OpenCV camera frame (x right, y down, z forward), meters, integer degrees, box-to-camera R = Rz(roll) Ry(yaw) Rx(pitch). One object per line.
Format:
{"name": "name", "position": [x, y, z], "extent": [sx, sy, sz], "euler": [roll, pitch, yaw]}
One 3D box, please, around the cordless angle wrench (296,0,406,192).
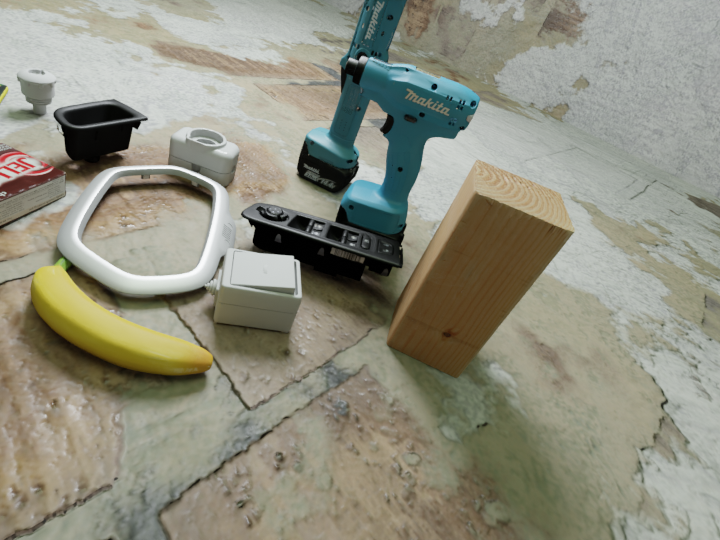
{"name": "cordless angle wrench", "position": [0.008, -0.317, 0.629], "extent": [0.100, 0.418, 0.074], "euler": [29, 35, 6]}

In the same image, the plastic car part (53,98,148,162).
{"name": "plastic car part", "position": [-0.358, -0.184, 0.574], "extent": [0.067, 0.070, 0.116], "euler": [28, 36, 7]}

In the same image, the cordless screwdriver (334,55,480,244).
{"name": "cordless screwdriver", "position": [0.023, -0.140, 0.553], "extent": [0.160, 0.246, 0.075], "euler": [25, 35, 1]}

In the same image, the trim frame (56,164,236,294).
{"name": "trim frame", "position": [-0.241, -0.060, 0.507], "extent": [0.179, 0.027, 0.258], "euler": [9, 37, -16]}

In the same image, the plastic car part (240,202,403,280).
{"name": "plastic car part", "position": [-0.052, -0.034, 0.532], "extent": [0.203, 0.066, 0.067], "euler": [21, 35, 0]}
